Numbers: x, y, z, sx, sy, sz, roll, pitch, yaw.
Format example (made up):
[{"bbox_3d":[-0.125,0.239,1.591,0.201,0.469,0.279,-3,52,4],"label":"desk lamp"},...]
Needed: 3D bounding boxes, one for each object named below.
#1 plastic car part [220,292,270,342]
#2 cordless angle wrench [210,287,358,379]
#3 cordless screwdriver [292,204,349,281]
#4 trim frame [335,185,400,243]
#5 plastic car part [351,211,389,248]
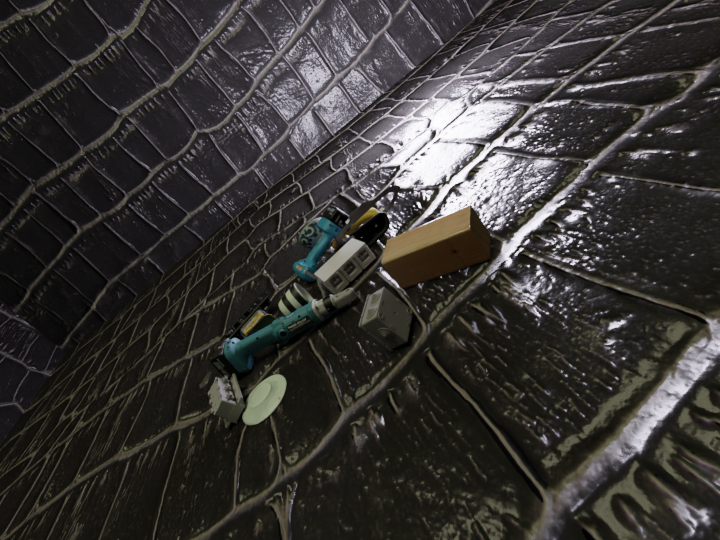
[{"bbox_3d":[-0.346,0.159,1.294,0.201,0.064,0.070,-46,31,-20],"label":"plastic car part"},{"bbox_3d":[-0.195,0.150,1.088,0.429,0.095,0.076,-29,21,15],"label":"cordless angle wrench"},{"bbox_3d":[-0.132,-0.087,1.354,0.249,0.071,0.166,-59,27,-4],"label":"cordless screwdriver"},{"bbox_3d":[0.021,-0.163,1.246,0.250,0.028,0.178,-40,-11,13],"label":"trim frame"},{"bbox_3d":[0.030,-0.119,1.253,0.116,0.065,0.072,-41,9,-10],"label":"plastic car part"}]
